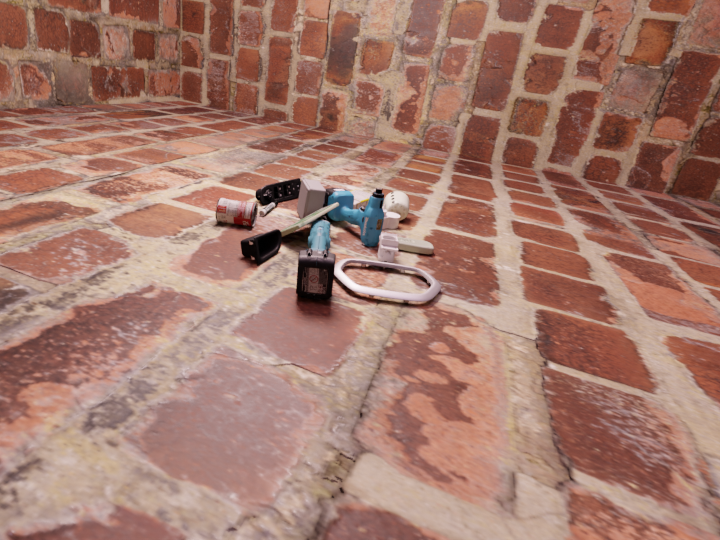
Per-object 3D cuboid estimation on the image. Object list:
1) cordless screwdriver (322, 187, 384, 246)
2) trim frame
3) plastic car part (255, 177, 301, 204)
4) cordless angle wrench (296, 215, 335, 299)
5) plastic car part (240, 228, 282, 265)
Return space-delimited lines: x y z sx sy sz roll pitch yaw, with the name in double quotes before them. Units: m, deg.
"cordless screwdriver" -0.021 -0.185 1.210 0.071 0.156 0.263 -7 27 -34
"trim frame" 0.058 0.019 0.960 0.248 0.027 0.188 6 26 -2
"plastic car part" -0.277 -0.265 1.408 0.070 0.065 0.198 11 24 27
"cordless angle wrench" -0.100 -0.065 1.018 0.074 0.096 0.432 4 22 -5
"plastic car part" -0.243 -0.062 1.006 0.073 0.065 0.115 2 19 18
